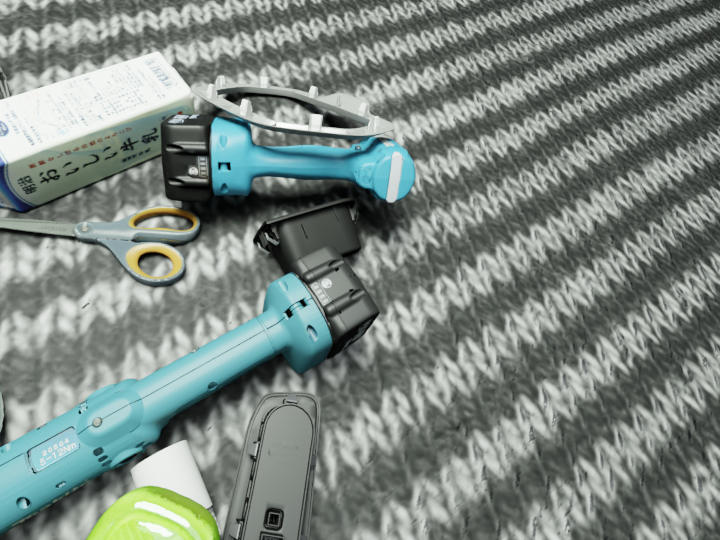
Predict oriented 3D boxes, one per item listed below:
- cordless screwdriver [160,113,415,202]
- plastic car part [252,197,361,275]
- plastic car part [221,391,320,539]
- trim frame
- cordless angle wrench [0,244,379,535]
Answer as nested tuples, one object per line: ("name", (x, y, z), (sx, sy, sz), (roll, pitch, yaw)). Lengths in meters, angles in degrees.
("cordless screwdriver", (-0.077, -0.125, 0.460), (0.247, 0.073, 0.164), (2, 26, -6))
("plastic car part", (-0.043, -0.028, 0.440), (0.113, 0.067, 0.072), (-17, 83, -25))
("plastic car part", (-0.069, 0.187, 0.311), (0.066, 0.066, 0.207), (8, 58, -3))
("trim frame", (-0.076, -0.187, 0.470), (0.177, 0.027, 0.263), (-15, 36, -37))
("cordless angle wrench", (-0.179, 0.113, 0.313), (0.415, 0.096, 0.077), (-29, 72, -21))
